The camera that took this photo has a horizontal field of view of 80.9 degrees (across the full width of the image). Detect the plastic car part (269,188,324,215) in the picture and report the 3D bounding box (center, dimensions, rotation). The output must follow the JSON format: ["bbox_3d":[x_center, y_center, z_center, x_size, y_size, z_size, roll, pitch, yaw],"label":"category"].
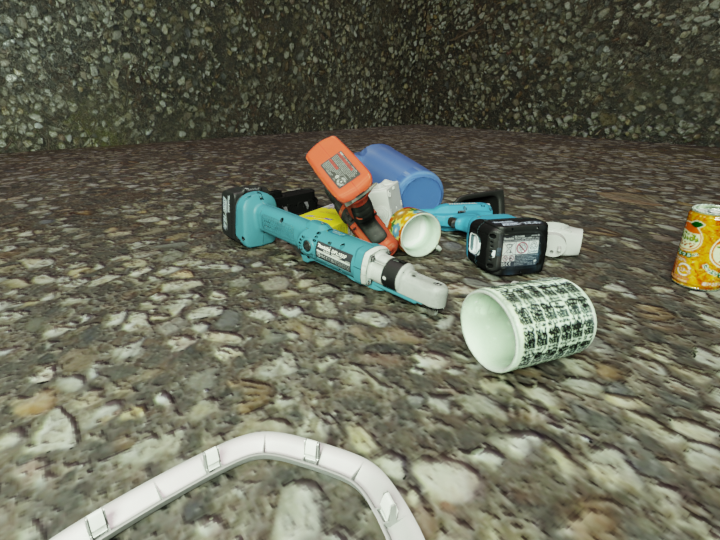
[{"bbox_3d":[-0.168,-0.139,0.897,0.195,0.066,0.070,-15,20,-37],"label":"plastic car part"}]

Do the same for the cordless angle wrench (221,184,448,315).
[{"bbox_3d":[-0.061,-0.040,0.627,0.447,0.096,0.071,24,28,38],"label":"cordless angle wrench"}]

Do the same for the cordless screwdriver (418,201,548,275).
[{"bbox_3d":[0.180,-0.067,0.704,0.158,0.073,0.255,-3,19,-6],"label":"cordless screwdriver"}]

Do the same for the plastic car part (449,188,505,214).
[{"bbox_3d":[0.225,-0.127,0.867,0.115,0.065,0.072,-7,8,-8],"label":"plastic car part"}]

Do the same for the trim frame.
[{"bbox_3d":[-0.076,0.167,0.218,0.239,0.027,0.195,-17,29,-37],"label":"trim frame"}]
